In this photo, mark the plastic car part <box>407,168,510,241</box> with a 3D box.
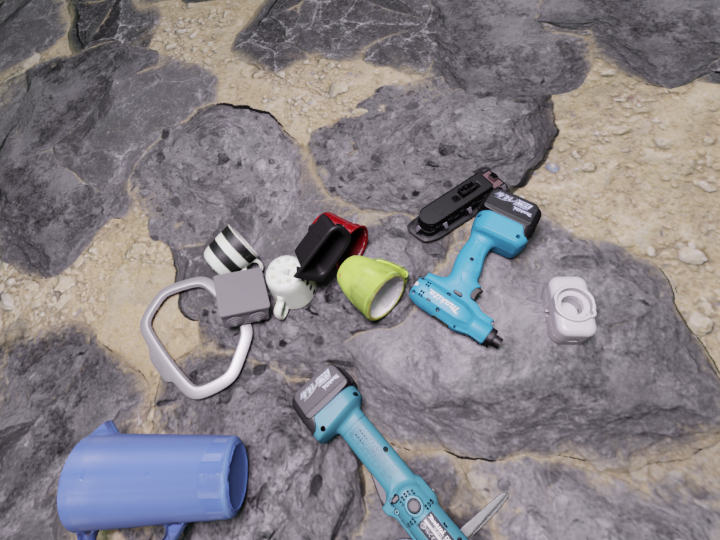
[{"bbox_3d":[0.181,-0.124,0.780,0.202,0.065,0.069,-35,70,-3],"label":"plastic car part"}]

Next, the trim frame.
[{"bbox_3d":[-0.307,0.116,0.782,0.260,0.026,0.183,40,76,25],"label":"trim frame"}]

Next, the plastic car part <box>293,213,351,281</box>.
[{"bbox_3d":[-0.070,-0.046,0.714,0.116,0.062,0.075,-55,49,22],"label":"plastic car part"}]

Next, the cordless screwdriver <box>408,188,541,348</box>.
[{"bbox_3d":[0.215,-0.005,0.705,0.166,0.072,0.248,35,79,20],"label":"cordless screwdriver"}]

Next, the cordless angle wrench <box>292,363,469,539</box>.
[{"bbox_3d":[0.069,0.313,0.563,0.097,0.071,0.444,-41,61,-10],"label":"cordless angle wrench"}]
